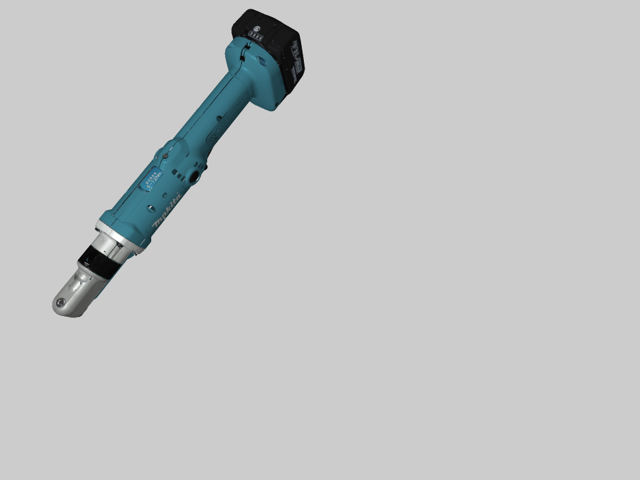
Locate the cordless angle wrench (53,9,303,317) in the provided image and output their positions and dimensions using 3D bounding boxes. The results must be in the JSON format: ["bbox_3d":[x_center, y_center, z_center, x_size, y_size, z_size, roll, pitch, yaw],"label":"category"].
[{"bbox_3d":[-0.169,-0.088,0.508,0.074,0.422,0.098,32,-12,13],"label":"cordless angle wrench"}]
